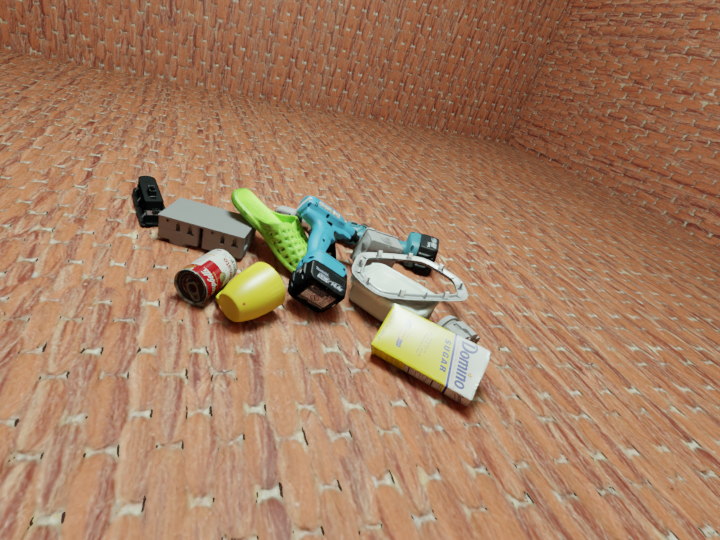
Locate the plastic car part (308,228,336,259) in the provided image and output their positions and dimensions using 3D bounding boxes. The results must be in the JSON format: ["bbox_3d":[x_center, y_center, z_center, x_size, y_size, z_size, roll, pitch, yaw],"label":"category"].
[{"bbox_3d":[-0.098,-0.064,0.999,0.070,0.064,0.121,-5,34,-5],"label":"plastic car part"}]

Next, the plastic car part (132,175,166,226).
[{"bbox_3d":[-0.500,-0.172,1.001,0.064,0.065,0.215,-10,34,-29],"label":"plastic car part"}]

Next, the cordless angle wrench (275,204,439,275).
[{"bbox_3d":[-0.020,-0.096,1.075,0.431,0.073,0.098,17,28,9],"label":"cordless angle wrench"}]

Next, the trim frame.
[{"bbox_3d":[0.100,0.011,0.854,0.240,0.027,0.193,5,30,-21],"label":"trim frame"}]

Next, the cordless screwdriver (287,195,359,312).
[{"bbox_3d":[-0.063,-0.032,0.860,0.152,0.075,0.256,31,39,-29],"label":"cordless screwdriver"}]
